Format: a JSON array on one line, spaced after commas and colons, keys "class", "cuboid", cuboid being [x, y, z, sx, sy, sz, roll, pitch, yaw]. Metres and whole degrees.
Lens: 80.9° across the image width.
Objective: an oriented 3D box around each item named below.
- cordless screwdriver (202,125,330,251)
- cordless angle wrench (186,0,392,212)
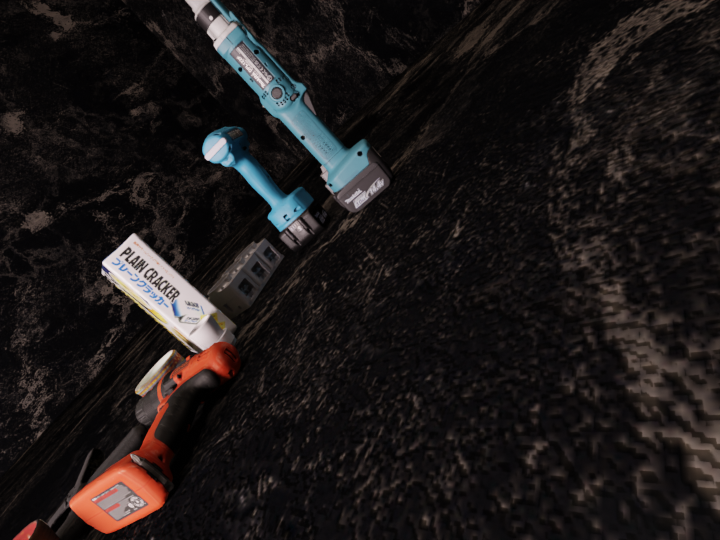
[{"class": "cordless screwdriver", "cuboid": [-0.164, -0.160, 0.764, 0.075, 0.242, 0.162, -40, 15, 18]}, {"class": "cordless angle wrench", "cuboid": [-0.120, -0.269, 0.640, 0.099, 0.413, 0.075, -40, 13, 15]}]
